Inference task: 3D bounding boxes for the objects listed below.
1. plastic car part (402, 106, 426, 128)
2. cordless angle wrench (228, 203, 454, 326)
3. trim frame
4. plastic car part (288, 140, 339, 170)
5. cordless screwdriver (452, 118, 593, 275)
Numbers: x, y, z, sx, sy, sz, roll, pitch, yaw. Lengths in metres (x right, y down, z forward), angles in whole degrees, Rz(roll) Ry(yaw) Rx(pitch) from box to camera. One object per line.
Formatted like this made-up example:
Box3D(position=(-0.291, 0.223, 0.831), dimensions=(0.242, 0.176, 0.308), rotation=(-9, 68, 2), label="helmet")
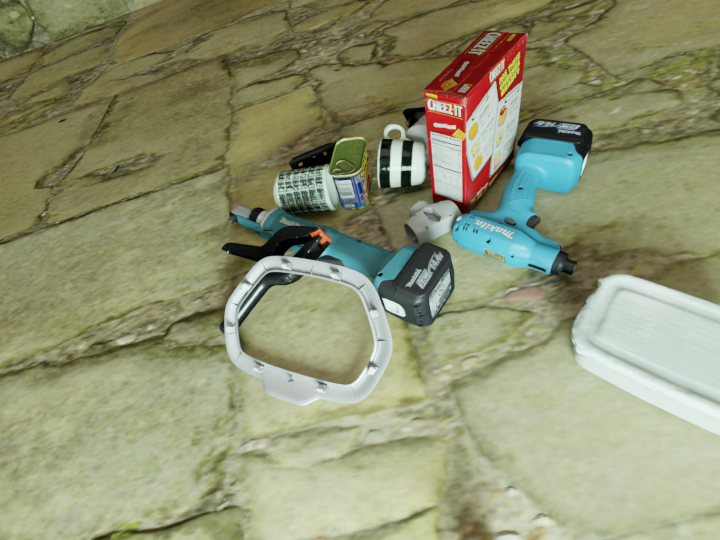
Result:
Box3D(position=(0.176, -0.266, 0.780), dimensions=(0.212, 0.063, 0.067), rotation=(13, 82, 26), label="plastic car part")
Box3D(position=(-0.065, -0.043, 0.669), dimensions=(0.446, 0.071, 0.097), rotation=(22, 62, 35), label="cordless angle wrench")
Box3D(position=(-0.080, 0.077, 0.557), dimensions=(0.258, 0.026, 0.184), rotation=(11, 87, 22), label="trim frame")
Box3D(position=(-0.086, -0.214, 0.827), dimensions=(0.115, 0.063, 0.075), rotation=(-30, 35, -12), label="plastic car part")
Box3D(position=(0.263, -0.106, 0.607), dimensions=(0.168, 0.071, 0.248), rotation=(25, 67, 33), label="cordless screwdriver")
